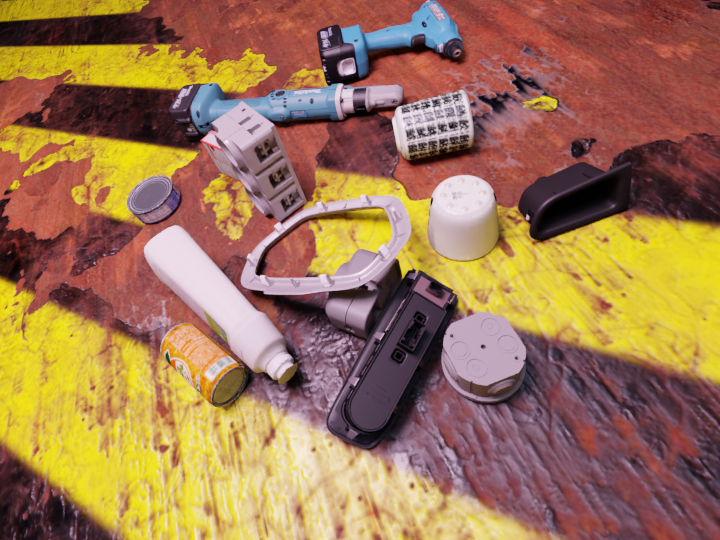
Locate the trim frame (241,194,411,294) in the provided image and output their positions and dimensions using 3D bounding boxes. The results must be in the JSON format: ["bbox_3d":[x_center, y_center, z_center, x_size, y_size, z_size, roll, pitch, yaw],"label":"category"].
[{"bbox_3d":[-0.052,-0.034,0.533,0.260,0.026,0.185,0,47,36],"label":"trim frame"}]

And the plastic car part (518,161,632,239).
[{"bbox_3d":[0.242,-0.091,0.504,0.117,0.063,0.074,-21,39,7],"label":"plastic car part"}]

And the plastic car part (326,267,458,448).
[{"bbox_3d":[0.040,0.088,0.438,0.066,0.067,0.203,33,73,-1],"label":"plastic car part"}]

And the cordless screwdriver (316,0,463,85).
[{"bbox_3d":[0.050,-0.405,0.768,0.250,0.071,0.165,-15,54,3],"label":"cordless screwdriver"}]

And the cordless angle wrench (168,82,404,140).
[{"bbox_3d":[-0.137,-0.296,0.758,0.435,0.071,0.099,3,58,17],"label":"cordless angle wrench"}]
